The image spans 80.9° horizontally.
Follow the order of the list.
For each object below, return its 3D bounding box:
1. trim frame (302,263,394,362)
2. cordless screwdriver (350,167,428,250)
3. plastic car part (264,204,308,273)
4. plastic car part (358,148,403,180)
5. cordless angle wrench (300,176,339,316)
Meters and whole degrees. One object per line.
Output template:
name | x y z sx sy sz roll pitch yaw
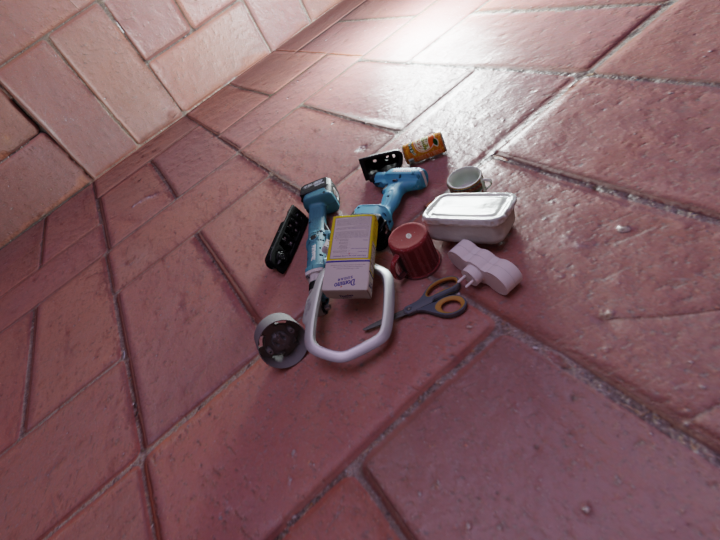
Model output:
trim frame | -0.025 0.069 0.825 0.188 0.026 0.255 -6 48 14
cordless screwdriver | 0.043 -0.161 1.018 0.168 0.071 0.248 9 52 39
plastic car part | -0.201 -0.078 1.102 0.069 0.063 0.207 -18 41 31
plastic car part | 0.062 -0.300 1.157 0.119 0.063 0.072 -12 29 18
cordless angle wrench | -0.100 -0.065 1.020 0.100 0.070 0.437 -20 44 16
